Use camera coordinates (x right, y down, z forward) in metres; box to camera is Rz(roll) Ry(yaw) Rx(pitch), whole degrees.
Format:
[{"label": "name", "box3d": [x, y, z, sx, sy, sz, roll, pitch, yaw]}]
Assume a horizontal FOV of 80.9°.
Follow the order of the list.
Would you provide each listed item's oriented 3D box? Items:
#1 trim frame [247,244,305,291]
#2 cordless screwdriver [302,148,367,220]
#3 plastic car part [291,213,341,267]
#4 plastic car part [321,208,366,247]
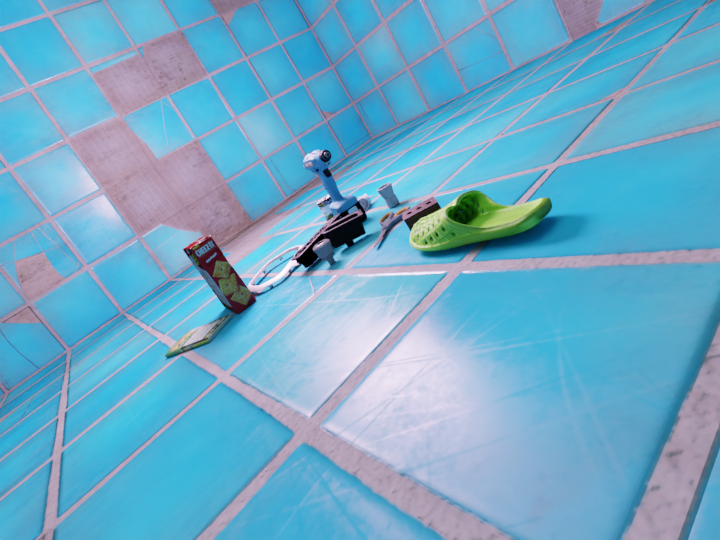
[{"label": "trim frame", "box3d": [-0.246, -0.006, 1.256, 0.189, 0.027, 0.249, -23, 20, 26]}, {"label": "cordless screwdriver", "box3d": [-0.070, -0.236, 1.220, 0.073, 0.243, 0.165, -36, 15, -16]}, {"label": "plastic car part", "box3d": [-0.113, -0.074, 1.154, 0.069, 0.065, 0.200, -13, 26, 49]}, {"label": "plastic car part", "box3d": [-0.034, -0.099, 1.084, 0.117, 0.069, 0.067, -30, 16, 7]}]
